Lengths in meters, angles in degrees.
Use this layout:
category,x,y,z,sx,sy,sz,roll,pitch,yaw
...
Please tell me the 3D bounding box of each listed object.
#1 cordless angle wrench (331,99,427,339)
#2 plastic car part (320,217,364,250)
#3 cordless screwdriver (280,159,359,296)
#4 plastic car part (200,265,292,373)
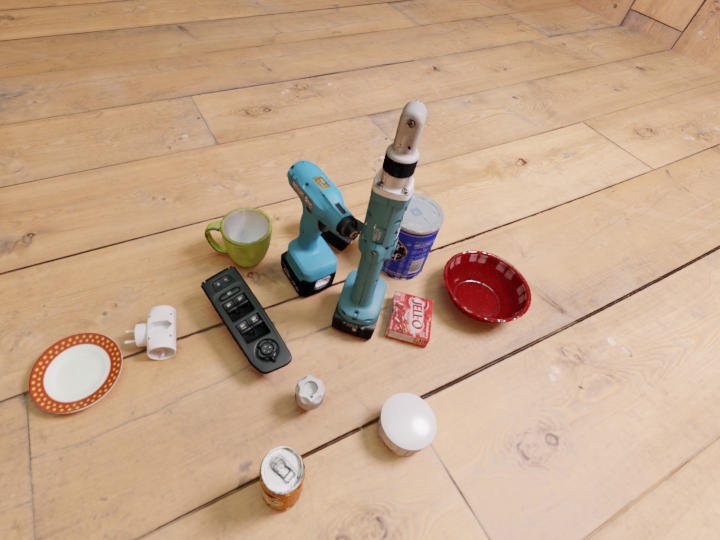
category,x,y,z,sx,sy,sz,roll,pitch,yaw
cordless angle wrench,0.026,-0.045,0.608,0.075,0.413,0.099,19,50,4
plastic car part,-0.058,-0.083,0.857,0.121,0.069,0.065,31,53,18
cordless screwdriver,-0.069,-0.045,0.710,0.072,0.243,0.167,-22,58,-26
plastic car part,-0.189,0.090,0.699,0.065,0.065,0.213,-27,58,-28
